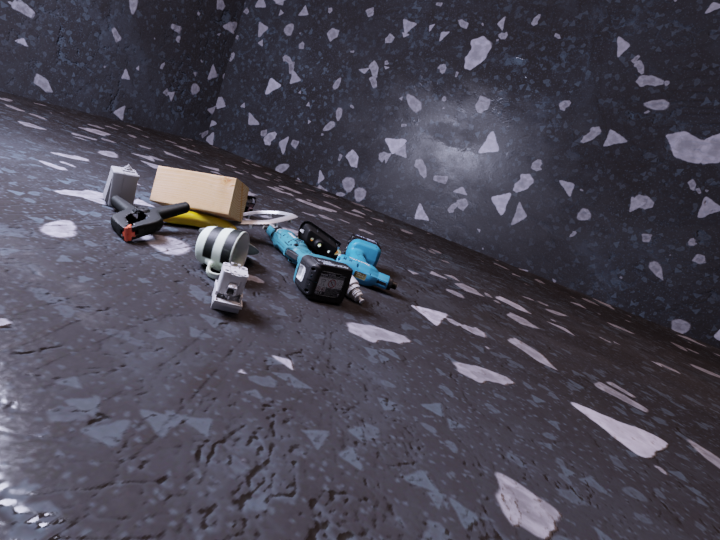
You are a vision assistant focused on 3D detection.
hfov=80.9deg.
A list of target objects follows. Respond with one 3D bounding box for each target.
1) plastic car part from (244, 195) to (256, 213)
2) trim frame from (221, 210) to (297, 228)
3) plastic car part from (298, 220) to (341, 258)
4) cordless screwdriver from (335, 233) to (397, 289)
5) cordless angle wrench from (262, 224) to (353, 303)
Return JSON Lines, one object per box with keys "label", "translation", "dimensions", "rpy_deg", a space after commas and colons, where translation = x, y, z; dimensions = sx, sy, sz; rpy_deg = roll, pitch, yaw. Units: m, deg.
{"label": "plastic car part", "translation": [-0.401, -0.195, 1.256], "dimensions": [0.192, 0.067, 0.070], "rpy_deg": [9, 43, -43]}
{"label": "trim frame", "translation": [-0.280, -0.142, 1.159], "dimensions": [0.191, 0.027, 0.243], "rpy_deg": [7, 18, 20]}
{"label": "plastic car part", "translation": [-0.103, -0.067, 1.052], "dimensions": [0.112, 0.066, 0.074], "rpy_deg": [38, 4, -22]}
{"label": "cordless screwdriver", "translation": [0.020, -0.019, 1.117], "dimensions": [0.160, 0.074, 0.250], "rpy_deg": [20, 17, 0]}
{"label": "cordless angle wrench", "translation": [-0.151, -0.045, 0.987], "dimensions": [0.094, 0.074, 0.445], "rpy_deg": [12, 13, -30]}
